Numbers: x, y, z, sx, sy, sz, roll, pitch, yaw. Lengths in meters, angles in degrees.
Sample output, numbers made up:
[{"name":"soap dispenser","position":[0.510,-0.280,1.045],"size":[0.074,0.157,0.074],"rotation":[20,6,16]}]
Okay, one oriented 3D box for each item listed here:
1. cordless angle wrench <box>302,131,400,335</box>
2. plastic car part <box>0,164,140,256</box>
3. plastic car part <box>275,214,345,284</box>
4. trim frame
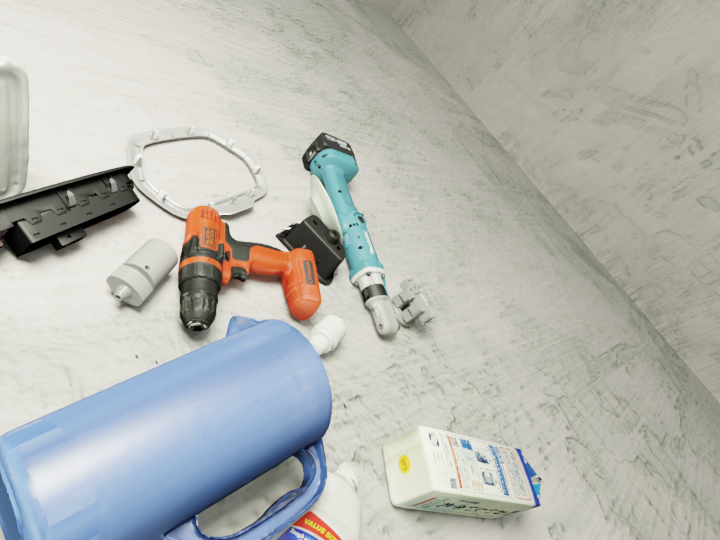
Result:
[{"name":"cordless angle wrench","position":[-0.015,-0.078,0.774],"size":[0.093,0.075,0.440],"rotation":[12,47,-39]},{"name":"plastic car part","position":[-0.313,-0.065,0.453],"size":[0.066,0.068,0.203],"rotation":[50,32,-13]},{"name":"plastic car part","position":[-0.066,-0.043,0.678],"size":[0.118,0.071,0.065],"rotation":[45,35,5]},{"name":"trim frame","position":[-0.242,-0.158,0.658],"size":[0.186,0.028,0.243],"rotation":[48,32,4]}]
